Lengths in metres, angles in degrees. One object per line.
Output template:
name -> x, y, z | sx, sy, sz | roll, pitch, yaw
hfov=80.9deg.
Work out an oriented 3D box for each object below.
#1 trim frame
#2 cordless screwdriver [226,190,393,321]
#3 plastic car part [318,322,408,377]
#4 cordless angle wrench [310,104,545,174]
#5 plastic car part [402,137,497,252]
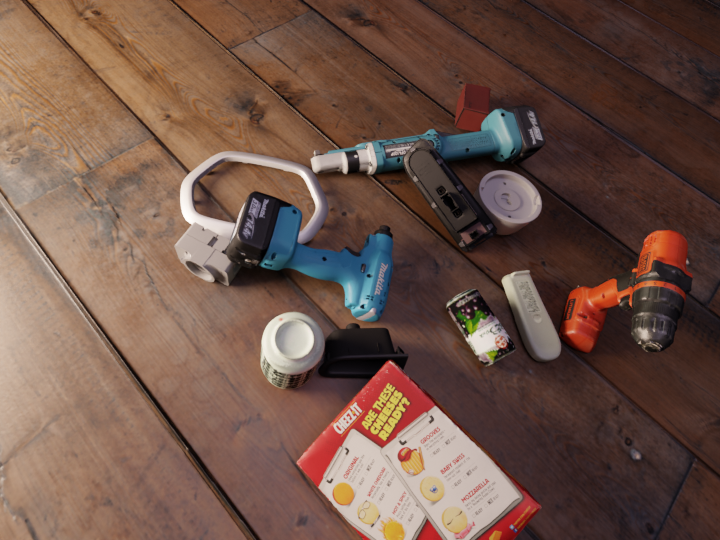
trim frame -> -0.176, -0.120, 0.708 | 0.247, 0.027, 0.188 | 10, 60, -4
cordless screwdriver -> -0.061, -0.040, 0.629 | 0.242, 0.075, 0.161 | 24, 60, -14
plastic car part -> 0.000, 0.108, 0.594 | 0.116, 0.064, 0.073 | 3, 48, -3
cordless angle wrench -> 0.119, -0.221, 0.771 | 0.418, 0.074, 0.099 | -11, 81, -9
plastic car part -> 0.136, -0.126, 0.697 | 0.206, 0.067, 0.065 | 57, 27, 9
